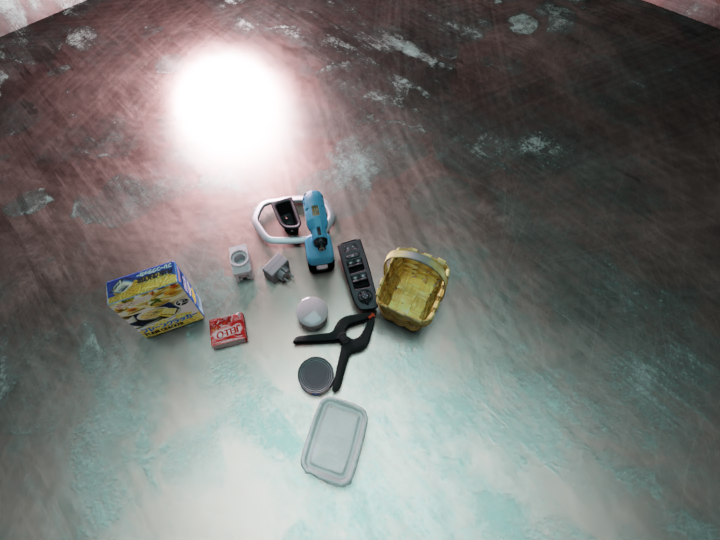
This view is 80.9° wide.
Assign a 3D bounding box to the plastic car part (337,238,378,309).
[{"bbox_3d":[-0.006,0.019,1.119,0.066,0.065,0.211,-13,59,-7],"label":"plastic car part"}]

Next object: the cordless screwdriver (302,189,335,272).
[{"bbox_3d":[-0.105,-0.069,1.076,0.074,0.241,0.165,-9,60,-6],"label":"cordless screwdriver"}]

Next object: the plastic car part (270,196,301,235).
[{"bbox_3d":[-0.210,-0.146,1.229,0.065,0.069,0.121,-19,61,-10],"label":"plastic car part"}]

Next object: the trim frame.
[{"bbox_3d":[-0.199,-0.155,1.258,0.249,0.027,0.190,-5,59,0],"label":"trim frame"}]
